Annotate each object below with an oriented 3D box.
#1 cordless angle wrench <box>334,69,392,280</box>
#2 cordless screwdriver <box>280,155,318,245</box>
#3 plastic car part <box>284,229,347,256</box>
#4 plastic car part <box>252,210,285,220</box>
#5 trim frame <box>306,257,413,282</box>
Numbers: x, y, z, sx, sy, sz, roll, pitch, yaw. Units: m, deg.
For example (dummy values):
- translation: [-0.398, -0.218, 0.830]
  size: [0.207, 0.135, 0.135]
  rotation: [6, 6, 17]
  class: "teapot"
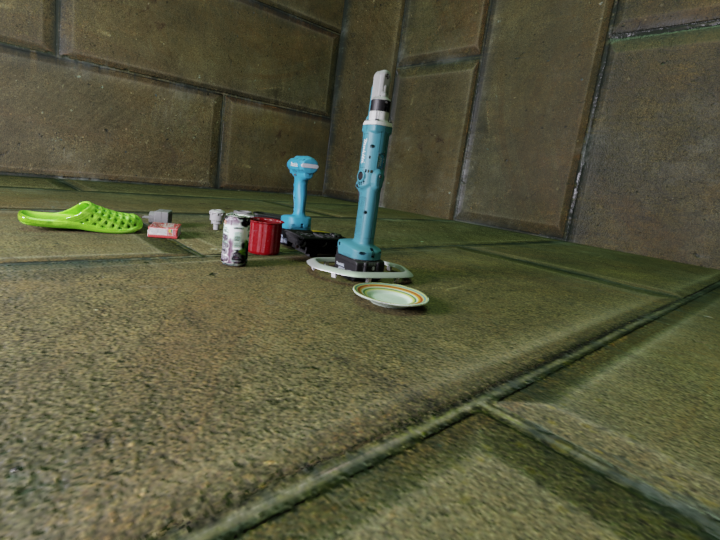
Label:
- translation: [0.020, -0.191, 0.870]
  size: [0.071, 0.419, 0.103]
  rotation: [1, 12, -34]
  class: "cordless angle wrench"
- translation: [-0.181, -0.195, 1.182]
  size: [0.071, 0.246, 0.167]
  rotation: [2, 12, -29]
  class: "cordless screwdriver"
- translation: [-0.105, -0.068, 1.071]
  size: [0.070, 0.066, 0.194]
  rotation: [15, 15, 35]
  class: "plastic car part"
- translation: [-0.274, -0.140, 1.295]
  size: [0.115, 0.070, 0.067]
  rotation: [6, 11, -6]
  class: "plastic car part"
- translation: [0.001, -0.004, 0.928]
  size: [0.238, 0.027, 0.194]
  rotation: [-2, 15, -34]
  class: "trim frame"
